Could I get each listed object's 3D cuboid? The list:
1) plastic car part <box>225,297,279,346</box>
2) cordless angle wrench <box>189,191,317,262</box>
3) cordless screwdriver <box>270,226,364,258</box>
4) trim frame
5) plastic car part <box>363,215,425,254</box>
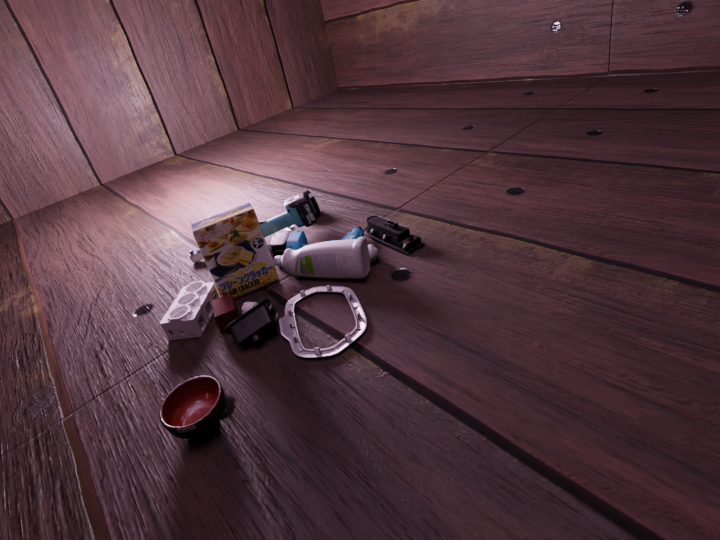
[{"bbox_3d":[-0.229,0.128,0.924,0.116,0.063,0.075,-35,48,-8],"label":"plastic car part"},{"bbox_3d":[-0.341,-0.115,1.317,0.426,0.094,0.077,-23,26,6],"label":"cordless angle wrench"},{"bbox_3d":[-0.116,-0.076,1.183,0.256,0.072,0.160,0,34,17],"label":"cordless screwdriver"},{"bbox_3d":[-0.088,0.102,0.933,0.183,0.026,0.259,-19,33,-3],"label":"trim frame"},{"bbox_3d":[0.078,-0.106,1.159,0.065,0.064,0.214,-36,34,-21],"label":"plastic car part"}]
